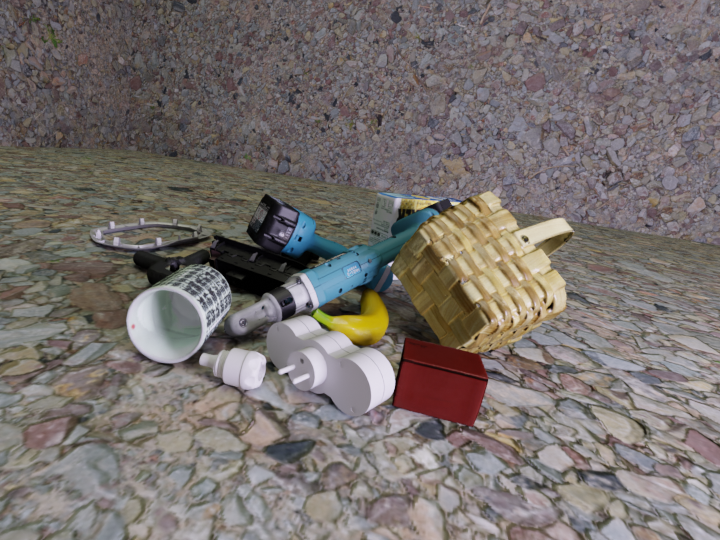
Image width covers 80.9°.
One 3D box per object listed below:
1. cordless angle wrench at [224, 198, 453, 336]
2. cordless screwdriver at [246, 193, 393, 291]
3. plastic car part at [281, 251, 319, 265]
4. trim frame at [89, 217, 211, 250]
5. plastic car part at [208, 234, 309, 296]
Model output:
[{"bbox_3d":[-0.004,-0.007,0.602,0.410,0.074,0.101,-27,3,-38],"label":"cordless angle wrench"},{"bbox_3d":[-0.072,-0.047,0.736,0.239,0.074,0.166,25,7,-24],"label":"cordless screwdriver"},{"bbox_3d":[-0.114,-0.041,0.836,0.072,0.066,0.115,26,14,4],"label":"plastic car part"},{"bbox_3d":[-0.420,-0.077,0.860,0.192,0.027,0.241,16,16,21],"label":"trim frame"},{"bbox_3d":[-0.158,0.003,0.643,0.211,0.065,0.066,15,26,22],"label":"plastic car part"}]
